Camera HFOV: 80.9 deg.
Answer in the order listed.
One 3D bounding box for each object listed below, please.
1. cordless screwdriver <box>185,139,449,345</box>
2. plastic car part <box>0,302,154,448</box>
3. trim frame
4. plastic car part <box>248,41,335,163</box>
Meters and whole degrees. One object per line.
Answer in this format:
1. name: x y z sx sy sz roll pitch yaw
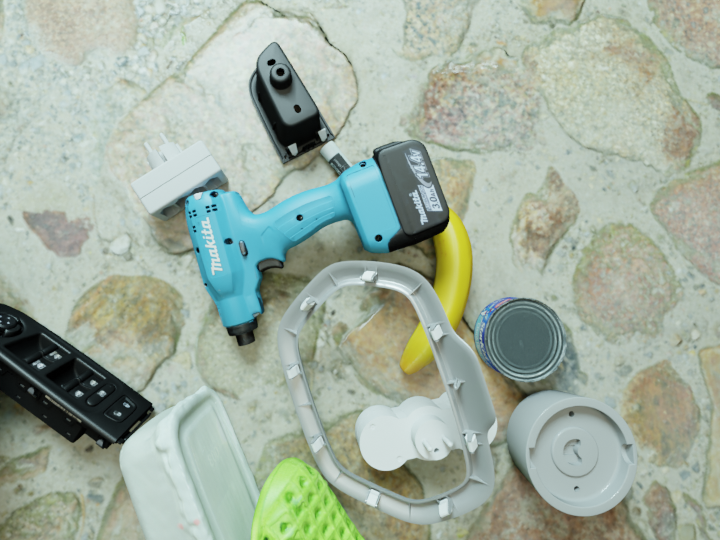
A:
1. cordless screwdriver: -0.041 -0.027 0.421 0.251 0.074 0.159 -15 91 6
2. plastic car part: -0.308 0.105 0.416 0.203 0.066 0.067 39 109 0
3. trim frame: 0.018 0.111 0.375 0.189 0.027 0.248 -16 90 23
4. plastic car part: -0.080 -0.184 0.444 0.065 0.071 0.116 -28 91 -8
